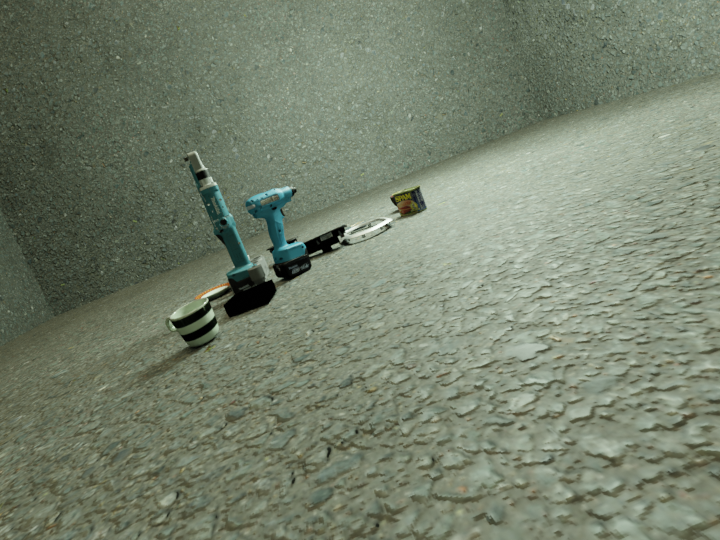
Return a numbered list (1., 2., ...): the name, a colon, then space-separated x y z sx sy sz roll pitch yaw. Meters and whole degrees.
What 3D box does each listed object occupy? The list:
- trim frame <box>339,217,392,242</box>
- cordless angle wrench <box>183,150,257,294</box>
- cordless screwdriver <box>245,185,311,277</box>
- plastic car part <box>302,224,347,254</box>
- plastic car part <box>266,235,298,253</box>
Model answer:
1. trim frame: 0.012 -0.137 1.414 0.183 0.027 0.254 -23 14 -6
2. cordless angle wrench: -0.388 -0.134 1.191 0.097 0.417 0.076 -23 9 -13
3. cordless screwdriver: -0.210 -0.112 1.198 0.155 0.245 0.077 -28 11 -34
4. plastic car part: -0.134 -0.087 1.366 0.207 0.066 0.066 -18 12 17
5. plastic car part: -0.259 -0.069 1.483 0.121 0.070 0.065 -14 13 32
